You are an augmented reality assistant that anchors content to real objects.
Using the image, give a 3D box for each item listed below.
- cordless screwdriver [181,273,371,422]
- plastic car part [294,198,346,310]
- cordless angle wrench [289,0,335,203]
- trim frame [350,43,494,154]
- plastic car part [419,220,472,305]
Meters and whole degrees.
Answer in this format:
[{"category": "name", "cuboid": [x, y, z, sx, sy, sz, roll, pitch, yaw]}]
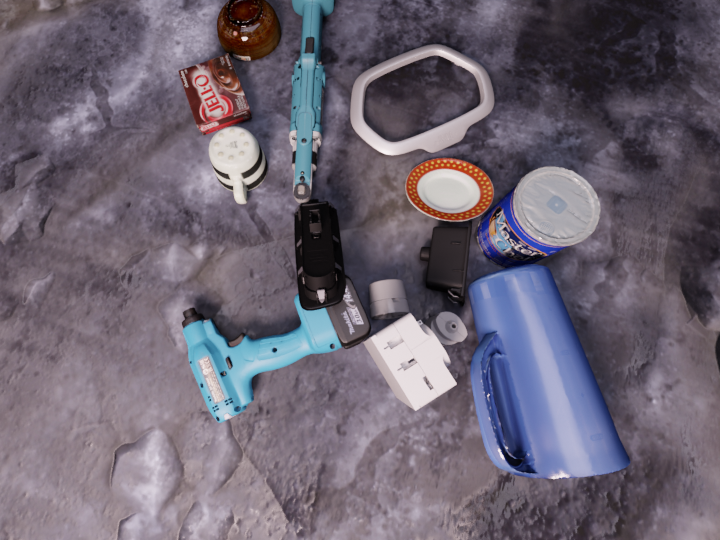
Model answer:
[{"category": "cordless screwdriver", "cuboid": [-0.120, 0.079, 0.585, 0.248, 0.073, 0.163, -28, 76, -2]}, {"category": "plastic car part", "cuboid": [-0.056, -0.037, 0.574, 0.066, 0.065, 0.210, -2, 47, -7]}, {"category": "cordless angle wrench", "cuboid": [-0.084, -0.313, 0.689, 0.074, 0.097, 0.427, 2, 79, -2]}, {"category": "trim frame", "cuboid": [0.100, -0.283, 0.702, 0.246, 0.027, 0.189, -26, 75, -7]}, {"category": "plastic car part", "cuboid": [0.122, -0.014, 0.614, 0.073, 0.063, 0.118, 3, 72, 14]}]
